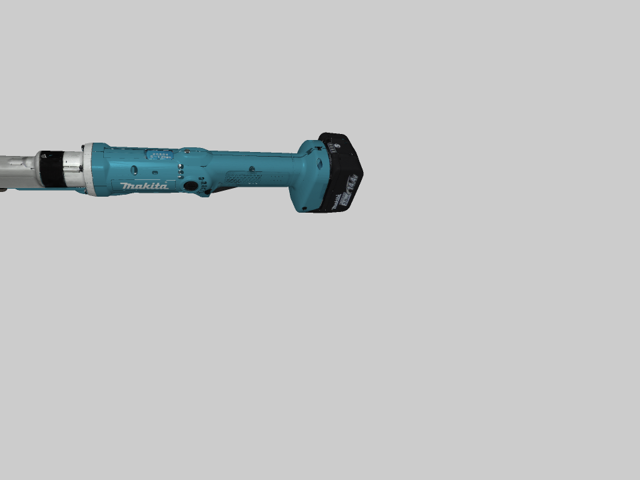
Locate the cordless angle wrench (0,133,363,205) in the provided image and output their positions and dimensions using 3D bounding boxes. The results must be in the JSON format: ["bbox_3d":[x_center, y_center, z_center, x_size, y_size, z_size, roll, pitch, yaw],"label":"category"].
[{"bbox_3d":[-0.157,-0.082,0.514,0.422,0.074,0.098,-3,-38,-21],"label":"cordless angle wrench"}]
